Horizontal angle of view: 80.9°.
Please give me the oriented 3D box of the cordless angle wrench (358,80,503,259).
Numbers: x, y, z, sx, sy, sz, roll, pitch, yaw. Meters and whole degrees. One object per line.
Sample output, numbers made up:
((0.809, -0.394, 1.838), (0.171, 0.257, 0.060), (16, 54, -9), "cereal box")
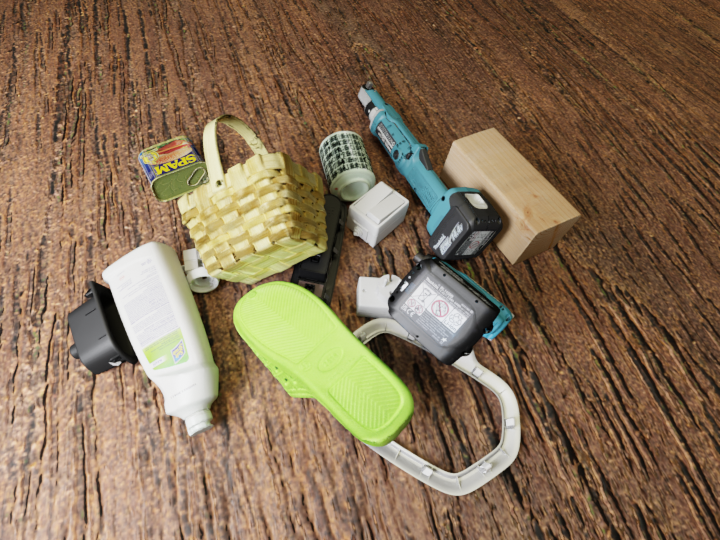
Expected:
((0.086, -0.203, 0.746), (0.071, 0.097, 0.443), (-3, 50, -30), "cordless angle wrench")

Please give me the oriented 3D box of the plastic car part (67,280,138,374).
((-0.350, 0.085, 0.561), (0.071, 0.063, 0.121), (-28, 66, -3), "plastic car part")

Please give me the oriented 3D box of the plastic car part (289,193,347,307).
((-0.064, -0.042, 0.650), (0.067, 0.065, 0.207), (6, 55, 7), "plastic car part")

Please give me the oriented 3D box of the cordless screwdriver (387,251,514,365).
((0.103, 0.026, 0.527), (0.166, 0.238, 0.074), (42, 104, 21), "cordless screwdriver")

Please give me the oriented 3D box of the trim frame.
((0.082, 0.160, 0.543), (0.257, 0.027, 0.183), (27, 59, 16), "trim frame")
